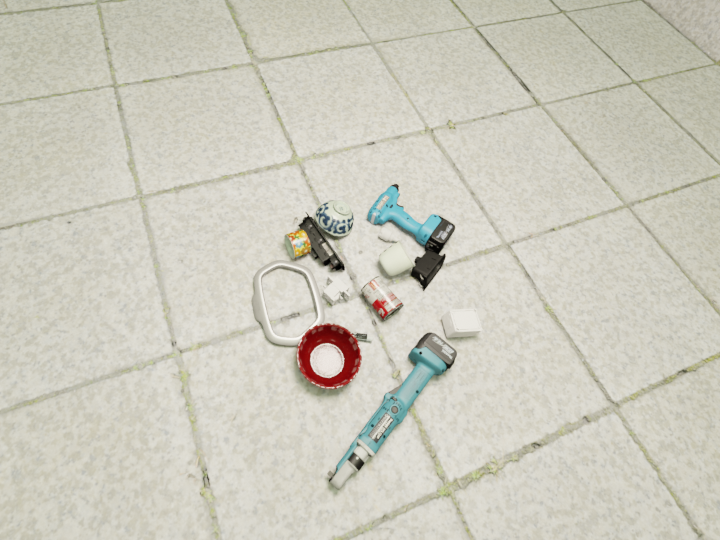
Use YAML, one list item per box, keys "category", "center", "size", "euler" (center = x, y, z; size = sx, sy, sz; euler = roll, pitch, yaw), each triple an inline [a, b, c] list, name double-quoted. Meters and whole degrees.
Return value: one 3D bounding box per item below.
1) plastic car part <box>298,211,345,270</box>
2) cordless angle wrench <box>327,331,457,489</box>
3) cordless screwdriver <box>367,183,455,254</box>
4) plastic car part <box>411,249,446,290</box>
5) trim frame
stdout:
- category: "plastic car part"
  center: [-0.119, -0.078, 1.215]
  size: [0.067, 0.064, 0.210]
  euler: [-33, 69, 5]
- category: "cordless angle wrench"
  center: [0.075, 0.330, 1.001]
  size: [0.101, 0.073, 0.419]
  euler: [38, 66, 13]
- category: "cordless screwdriver"
  center: [0.162, -0.164, 1.283]
  size: [0.256, 0.072, 0.159]
  euler: [29, 62, 14]
- category: "plastic car part"
  center: [0.186, -0.012, 1.212]
  size: [0.074, 0.064, 0.116]
  euler: [26, 57, 22]
- category: "trim frame"
  center: [-0.197, 0.081, 1.134]
  size: [0.181, 0.027, 0.257]
  euler: [-13, 65, -14]
